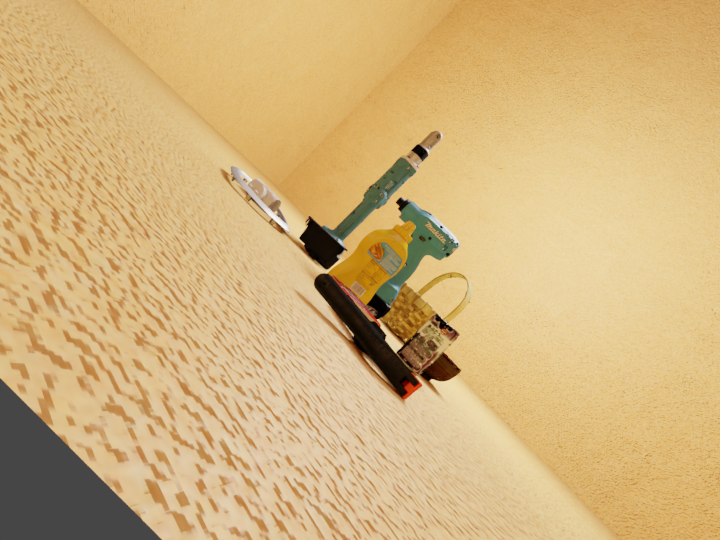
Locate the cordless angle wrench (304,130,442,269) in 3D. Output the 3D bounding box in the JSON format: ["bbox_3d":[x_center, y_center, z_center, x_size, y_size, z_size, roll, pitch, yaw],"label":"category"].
[{"bbox_3d":[0.039,-0.180,1.017,0.072,0.423,0.100,45,3,-16],"label":"cordless angle wrench"}]

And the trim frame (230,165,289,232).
[{"bbox_3d":[-0.219,-0.155,0.927,0.176,0.027,0.259,44,2,-26],"label":"trim frame"}]

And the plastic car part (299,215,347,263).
[{"bbox_3d":[-0.093,-0.061,0.952,0.116,0.071,0.066,45,2,-2],"label":"plastic car part"}]

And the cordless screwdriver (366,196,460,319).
[{"bbox_3d":[0.066,-0.026,0.892,0.162,0.249,0.073,46,3,8],"label":"cordless screwdriver"}]
